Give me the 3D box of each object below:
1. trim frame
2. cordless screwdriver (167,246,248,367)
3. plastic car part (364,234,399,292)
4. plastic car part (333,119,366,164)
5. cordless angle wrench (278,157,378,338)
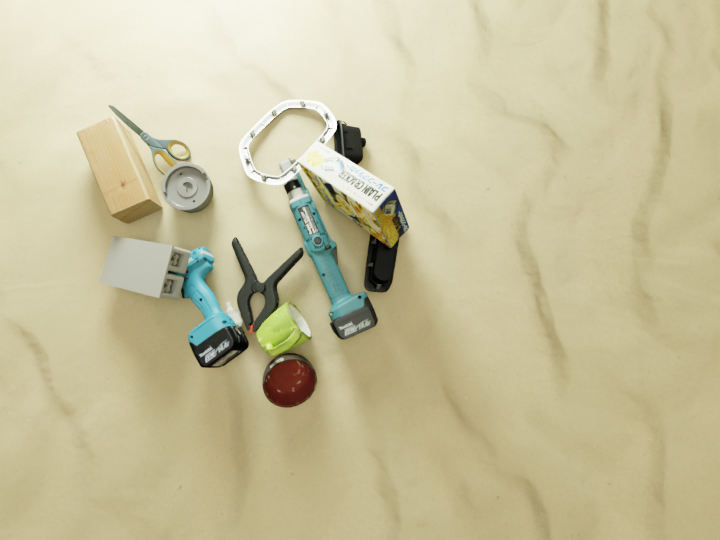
[{"bbox_3d":[-0.167,-0.300,0.965,0.191,0.027,0.247,38,76,18],"label":"trim frame"},{"bbox_3d":[-0.349,0.088,0.893,0.160,0.071,0.257,-32,70,5],"label":"cordless screwdriver"},{"bbox_3d":[0.055,-0.050,0.914,0.065,0.068,0.205,16,71,-13],"label":"plastic car part"},{"bbox_3d":[-0.022,-0.291,0.976,0.069,0.067,0.118,3,78,-17],"label":"plastic car part"},{"bbox_3d":[-0.091,-0.060,0.934,0.097,0.073,0.430,-24,80,-5],"label":"cordless angle wrench"}]
